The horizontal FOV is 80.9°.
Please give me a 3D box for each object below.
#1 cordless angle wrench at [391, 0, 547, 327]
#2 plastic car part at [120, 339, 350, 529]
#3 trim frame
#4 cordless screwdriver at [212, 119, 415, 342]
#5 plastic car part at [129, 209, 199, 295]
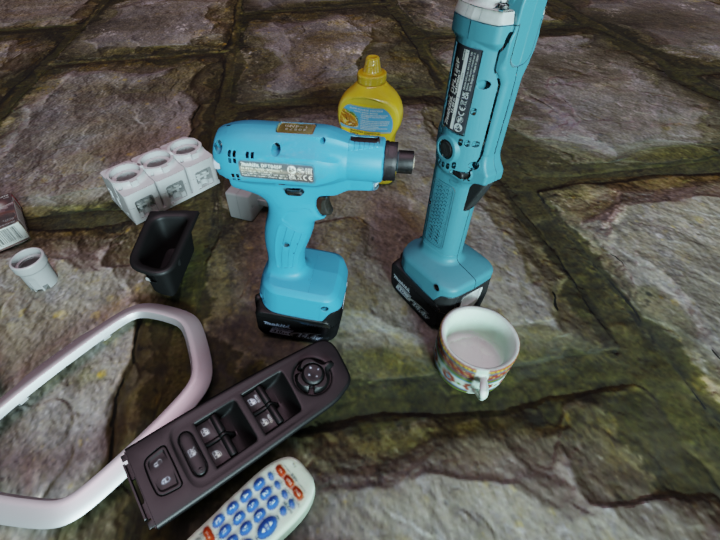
[{"bbox_3d":[0.095,-0.111,0.368,0.073,0.409,0.103,-23,51,-23],"label":"cordless angle wrench"},{"bbox_3d":[-0.094,0.138,0.377,0.199,0.065,0.070,-31,53,-24],"label":"plastic car part"},{"bbox_3d":[-0.263,0.126,0.424,0.192,0.026,0.246,25,52,24],"label":"trim frame"},{"bbox_3d":[-0.040,-0.026,0.411,0.161,0.241,0.076,7,46,7],"label":"cordless screwdriver"},{"bbox_3d":[-0.241,-0.016,0.531,0.066,0.068,0.120,-2,46,-2],"label":"plastic car part"}]
